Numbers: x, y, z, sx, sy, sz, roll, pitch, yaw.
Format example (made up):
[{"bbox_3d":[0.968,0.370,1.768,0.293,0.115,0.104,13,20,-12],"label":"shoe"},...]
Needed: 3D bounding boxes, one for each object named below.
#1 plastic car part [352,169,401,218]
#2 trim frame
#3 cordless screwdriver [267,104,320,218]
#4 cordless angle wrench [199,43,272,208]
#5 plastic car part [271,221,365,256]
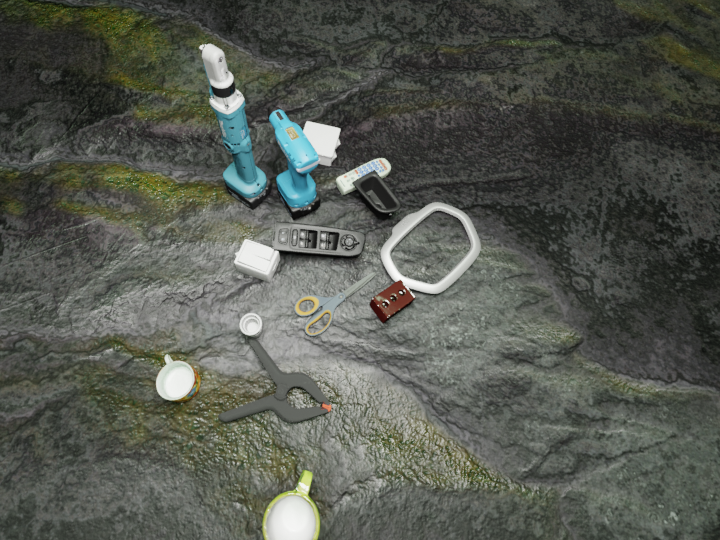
[{"bbox_3d":[0.037,-0.163,0.981,0.065,0.069,0.120,-31,72,-15],"label":"plastic car part"},{"bbox_3d":[0.160,-0.055,0.961,0.189,0.027,0.246,42,73,15],"label":"trim frame"},{"bbox_3d":[-0.148,-0.226,0.910,0.073,0.244,0.164,-27,74,-15],"label":"cordless screwdriver"},{"bbox_3d":[-0.245,-0.262,0.830,0.100,0.416,0.074,36,70,7],"label":"cordless angle wrench"},{"bbox_3d":[-0.092,-0.060,0.937,0.203,0.066,0.067,4,68,0],"label":"plastic car part"}]
